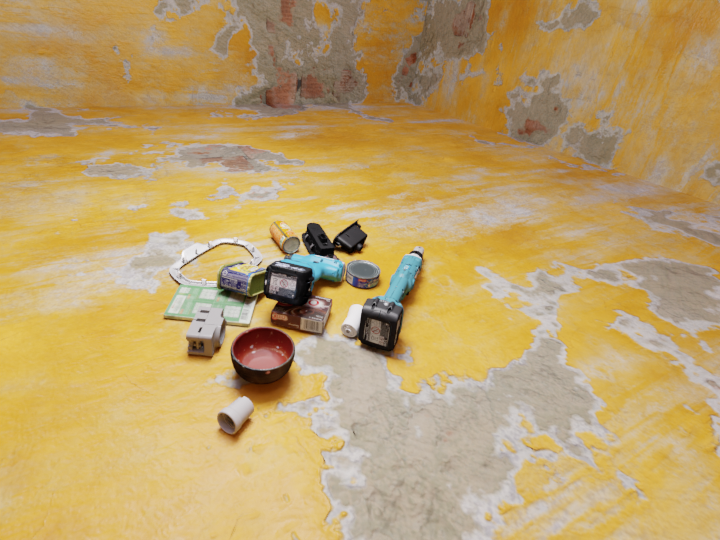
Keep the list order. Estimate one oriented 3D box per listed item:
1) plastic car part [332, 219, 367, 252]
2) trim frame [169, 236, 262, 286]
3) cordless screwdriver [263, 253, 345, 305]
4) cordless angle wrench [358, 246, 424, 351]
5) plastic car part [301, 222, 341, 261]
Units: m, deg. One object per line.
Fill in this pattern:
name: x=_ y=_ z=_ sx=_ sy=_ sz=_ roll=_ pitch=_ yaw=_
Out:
plastic car part: x=-0.022 y=-0.083 z=1.189 sx=0.073 sy=0.065 sz=0.114 roll=32 pitch=40 yaw=13
trim frame: x=-0.360 y=-0.026 z=1.065 sx=0.191 sy=0.027 sz=0.245 roll=17 pitch=35 yaw=20
cordless screwdriver: x=-0.144 y=0.003 z=0.960 sx=0.164 sy=0.073 sz=0.243 roll=13 pitch=13 yaw=16
cordless angle wrench: x=0.098 y=0.030 z=0.990 sx=0.077 sy=0.096 sz=0.419 roll=13 pitch=28 yaw=15
plastic car part: x=-0.113 y=-0.074 z=1.154 sx=0.065 sy=0.065 sz=0.213 roll=-12 pitch=32 yaw=-18
